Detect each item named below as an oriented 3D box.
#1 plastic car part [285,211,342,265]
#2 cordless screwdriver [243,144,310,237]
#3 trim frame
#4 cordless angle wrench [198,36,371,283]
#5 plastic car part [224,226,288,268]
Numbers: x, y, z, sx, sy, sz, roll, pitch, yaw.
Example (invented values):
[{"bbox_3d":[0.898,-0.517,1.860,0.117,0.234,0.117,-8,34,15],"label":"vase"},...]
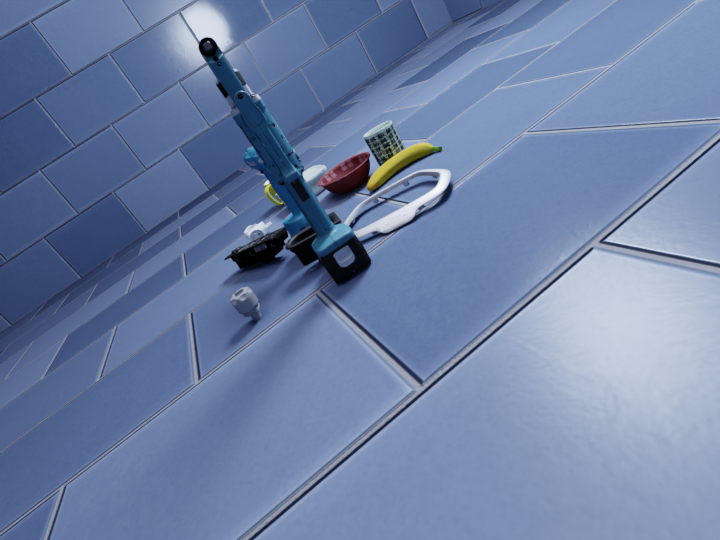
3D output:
[{"bbox_3d":[-0.080,-0.052,0.819,0.116,0.068,0.068,-33,23,1],"label":"plastic car part"},{"bbox_3d":[-0.160,-0.156,0.895,0.074,0.240,0.166,-39,23,-16],"label":"cordless screwdriver"},{"bbox_3d":[0.064,-0.131,0.839,0.252,0.026,0.188,-26,26,15],"label":"trim frame"},{"bbox_3d":[-0.122,-0.167,0.674,0.074,0.408,0.101,-34,21,-3],"label":"cordless angle wrench"},{"bbox_3d":[-0.242,-0.047,1.004,0.211,0.064,0.066,-12,31,38],"label":"plastic car part"}]
